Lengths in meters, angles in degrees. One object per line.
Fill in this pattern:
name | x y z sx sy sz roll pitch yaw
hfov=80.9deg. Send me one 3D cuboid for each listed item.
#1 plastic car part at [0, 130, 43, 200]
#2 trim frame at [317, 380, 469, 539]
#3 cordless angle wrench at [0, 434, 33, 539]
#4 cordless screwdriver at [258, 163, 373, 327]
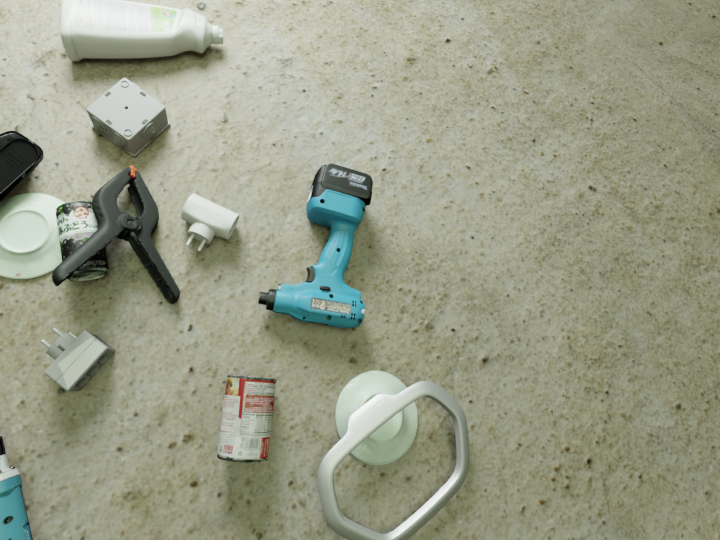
plastic car part | -0.514 -0.117 0.571 0.063 0.070 0.205 49 48 -37
trim frame | 0.054 0.268 0.593 0.245 0.028 0.183 -32 93 -18
cordless angle wrench | -0.382 0.342 0.460 0.096 0.074 0.433 -21 75 -20
cordless screwdriver | -0.065 -0.042 0.665 0.156 0.075 0.252 9 74 -11
